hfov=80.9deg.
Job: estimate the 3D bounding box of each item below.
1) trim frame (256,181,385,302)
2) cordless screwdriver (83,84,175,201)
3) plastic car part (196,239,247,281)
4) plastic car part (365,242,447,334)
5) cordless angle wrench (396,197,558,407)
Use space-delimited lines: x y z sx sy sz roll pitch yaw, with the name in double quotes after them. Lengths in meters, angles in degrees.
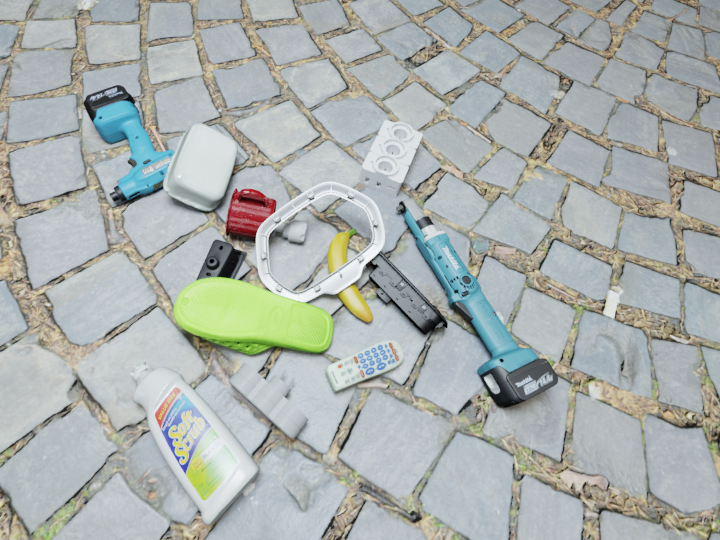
-0.075 -0.049 0.762 0.248 0.027 0.183 -34 92 -1 "trim frame"
-0.491 -0.260 0.877 0.157 0.073 0.255 -35 75 -20 "cordless screwdriver"
-0.261 -0.008 0.767 0.066 0.069 0.118 17 60 2 "plastic car part"
0.074 0.041 0.774 0.209 0.065 0.067 43 76 15 "plastic car part"
0.187 0.031 0.786 0.096 0.073 0.439 -20 64 -16 "cordless angle wrench"
